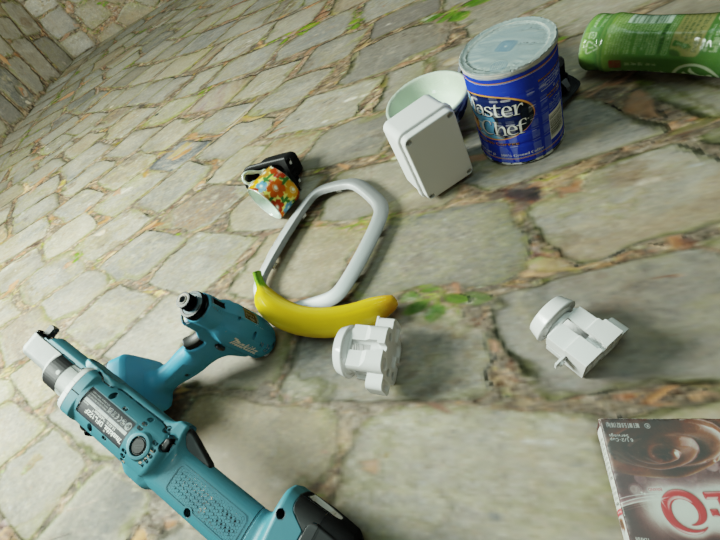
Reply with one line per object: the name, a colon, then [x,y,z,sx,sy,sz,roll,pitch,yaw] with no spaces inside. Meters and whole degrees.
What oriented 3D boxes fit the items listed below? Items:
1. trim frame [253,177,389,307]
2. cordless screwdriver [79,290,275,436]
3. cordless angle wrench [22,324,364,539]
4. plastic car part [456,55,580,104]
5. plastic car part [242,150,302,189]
trim frame: [-0.060,-0.039,0.614,0.194,0.026,0.249,11,65,35]
cordless screwdriver: [-0.242,0.113,0.519,0.250,0.151,0.078,-31,56,9]
cordless angle wrench: [-0.200,0.172,0.413,0.440,0.071,0.098,25,71,22]
plastic car part: [0.224,-0.297,0.617,0.066,0.064,0.214,-34,48,-7]
plastic car part: [-0.152,-0.182,0.759,0.122,0.063,0.071,2,43,35]
